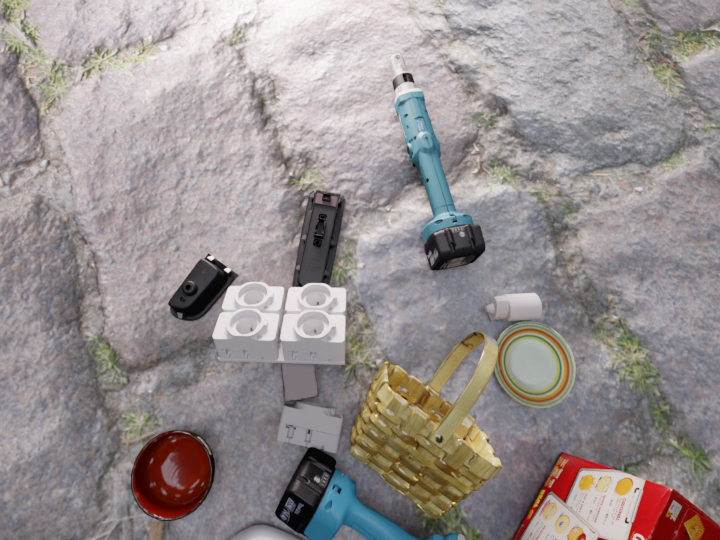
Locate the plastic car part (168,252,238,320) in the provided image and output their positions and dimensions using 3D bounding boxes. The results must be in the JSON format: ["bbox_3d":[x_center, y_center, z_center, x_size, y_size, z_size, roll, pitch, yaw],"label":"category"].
[{"bbox_3d":[-0.262,0.028,0.680,0.067,0.070,0.116,34,73,6],"label":"plastic car part"}]

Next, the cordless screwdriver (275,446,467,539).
[{"bbox_3d":[0.008,0.360,0.571,0.256,0.156,0.073,24,34,14],"label":"cordless screwdriver"}]

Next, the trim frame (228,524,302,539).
[{"bbox_3d":[-0.111,0.470,0.578,0.251,0.027,0.185,24,74,4],"label":"trim frame"}]

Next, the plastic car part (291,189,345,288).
[{"bbox_3d":[-0.070,-0.045,0.711,0.066,0.067,0.205,12,77,-8],"label":"plastic car part"}]

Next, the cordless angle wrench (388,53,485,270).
[{"bbox_3d":[0.111,-0.214,0.747,0.074,0.096,0.433,-11,71,-4],"label":"cordless angle wrench"}]
